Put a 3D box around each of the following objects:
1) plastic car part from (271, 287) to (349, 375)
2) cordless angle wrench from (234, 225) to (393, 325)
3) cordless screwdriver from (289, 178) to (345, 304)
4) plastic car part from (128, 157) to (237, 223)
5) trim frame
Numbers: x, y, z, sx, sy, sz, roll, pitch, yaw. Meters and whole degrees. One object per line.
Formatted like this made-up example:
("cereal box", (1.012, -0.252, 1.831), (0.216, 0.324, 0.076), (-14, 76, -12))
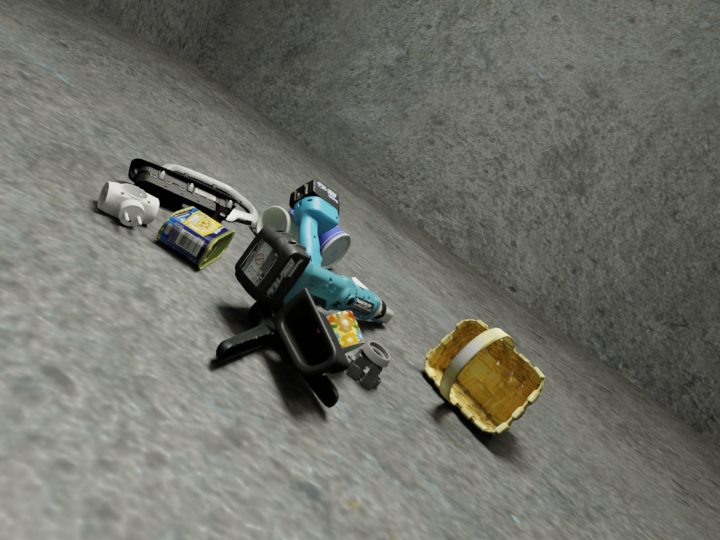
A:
("plastic car part", (-0.055, 0.092, 0.547), (0.067, 0.066, 0.123), (35, 15, -50))
("cordless angle wrench", (-0.037, 0.041, 0.732), (0.078, 0.098, 0.400), (40, 6, 34))
("cordless screwdriver", (-0.084, -0.055, 0.858), (0.151, 0.076, 0.255), (36, 42, -37))
("plastic car part", (-0.335, -0.136, 0.787), (0.193, 0.067, 0.069), (27, 44, -29))
("trim frame", (-0.333, -0.170, 0.938), (0.235, 0.027, 0.195), (21, 20, -45))
